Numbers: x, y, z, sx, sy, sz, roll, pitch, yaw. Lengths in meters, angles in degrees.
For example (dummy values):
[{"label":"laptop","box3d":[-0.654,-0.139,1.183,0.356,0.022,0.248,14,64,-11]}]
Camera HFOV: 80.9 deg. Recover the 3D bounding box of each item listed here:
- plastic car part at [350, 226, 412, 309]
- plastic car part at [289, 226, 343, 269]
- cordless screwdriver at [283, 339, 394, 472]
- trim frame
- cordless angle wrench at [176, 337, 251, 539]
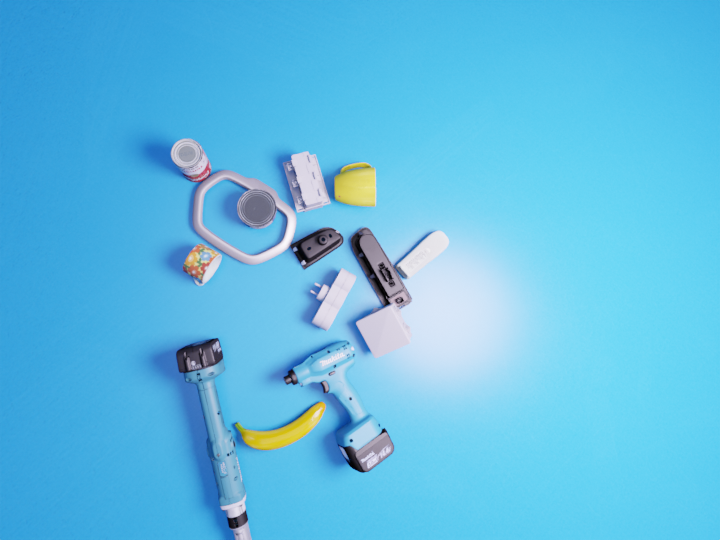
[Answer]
[{"label":"plastic car part","box3d":[0.044,-0.004,0.948,0.066,0.066,0.206,-30,82,-2]},{"label":"plastic car part","box3d":[-0.092,-0.060,0.941,0.116,0.071,0.066,-31,89,-6]},{"label":"cordless screwdriver","box3d":[-0.046,0.288,0.878,0.156,0.075,0.252,-22,81,-21]},{"label":"trim frame","box3d":[-0.265,-0.123,0.961,0.250,0.027,0.184,31,82,3]},{"label":"cordless angle wrench","box3d":[-0.282,0.356,0.858,0.074,0.098,0.425,-14,86,-5]}]
